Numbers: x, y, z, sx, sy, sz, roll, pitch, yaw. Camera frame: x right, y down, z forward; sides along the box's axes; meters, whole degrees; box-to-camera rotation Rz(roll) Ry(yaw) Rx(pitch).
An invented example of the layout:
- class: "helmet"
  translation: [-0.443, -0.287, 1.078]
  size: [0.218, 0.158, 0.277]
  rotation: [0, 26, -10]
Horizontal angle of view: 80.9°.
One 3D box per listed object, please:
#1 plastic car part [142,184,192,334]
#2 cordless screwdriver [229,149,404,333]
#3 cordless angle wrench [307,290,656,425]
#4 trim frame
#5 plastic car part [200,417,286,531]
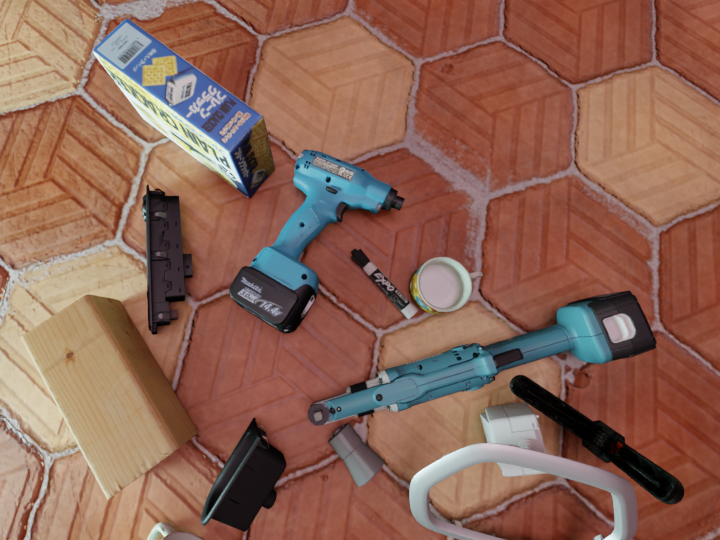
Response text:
- class: "plastic car part"
  translation: [-0.262, -0.022, 0.566]
  size: [0.066, 0.066, 0.206]
  rotation: [-9, 77, -16]
- class: "cordless screwdriver"
  translation: [-0.055, -0.036, 0.565]
  size: [0.162, 0.073, 0.249]
  rotation: [23, 74, 9]
- class: "cordless angle wrench"
  translation: [0.137, 0.122, 0.536]
  size: [0.422, 0.096, 0.075]
  rotation: [-17, 80, -1]
- class: "trim frame"
  translation: [0.178, 0.265, 0.472]
  size: [0.249, 0.028, 0.181]
  rotation: [14, 116, 0]
- class: "plastic car part"
  translation: [-0.131, 0.254, 0.509]
  size: [0.069, 0.067, 0.116]
  rotation: [31, 80, -12]
